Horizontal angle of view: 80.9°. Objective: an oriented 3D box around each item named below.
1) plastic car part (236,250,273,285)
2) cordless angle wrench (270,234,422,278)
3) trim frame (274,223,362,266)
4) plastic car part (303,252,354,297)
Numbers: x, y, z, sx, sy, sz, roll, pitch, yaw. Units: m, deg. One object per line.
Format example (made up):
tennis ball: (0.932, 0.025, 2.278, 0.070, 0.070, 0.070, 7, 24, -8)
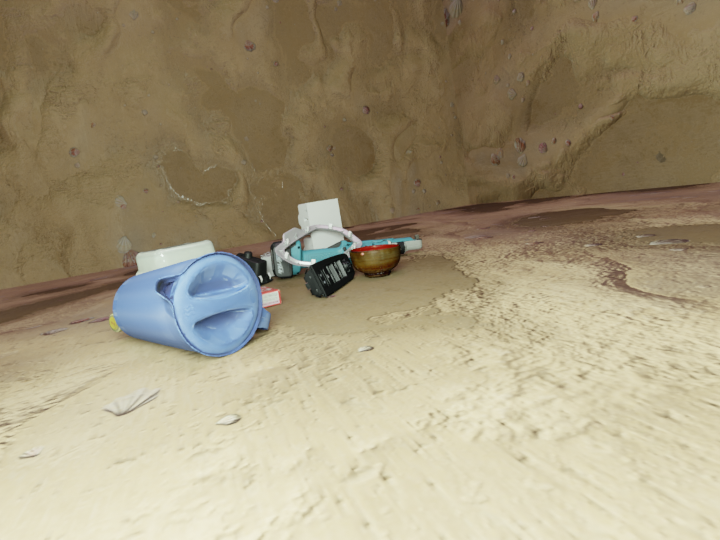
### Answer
plastic car part: (-0.286, -0.012, 1.087, 0.122, 0.070, 0.064, 20, 19, 24)
cordless angle wrench: (-0.029, -0.050, 1.146, 0.415, 0.097, 0.076, -7, 6, -13)
trim frame: (-0.103, -0.068, 1.056, 0.192, 0.027, 0.244, 17, 33, 23)
plastic car part: (-0.065, 0.012, 0.876, 0.068, 0.067, 0.198, -36, -2, 25)
